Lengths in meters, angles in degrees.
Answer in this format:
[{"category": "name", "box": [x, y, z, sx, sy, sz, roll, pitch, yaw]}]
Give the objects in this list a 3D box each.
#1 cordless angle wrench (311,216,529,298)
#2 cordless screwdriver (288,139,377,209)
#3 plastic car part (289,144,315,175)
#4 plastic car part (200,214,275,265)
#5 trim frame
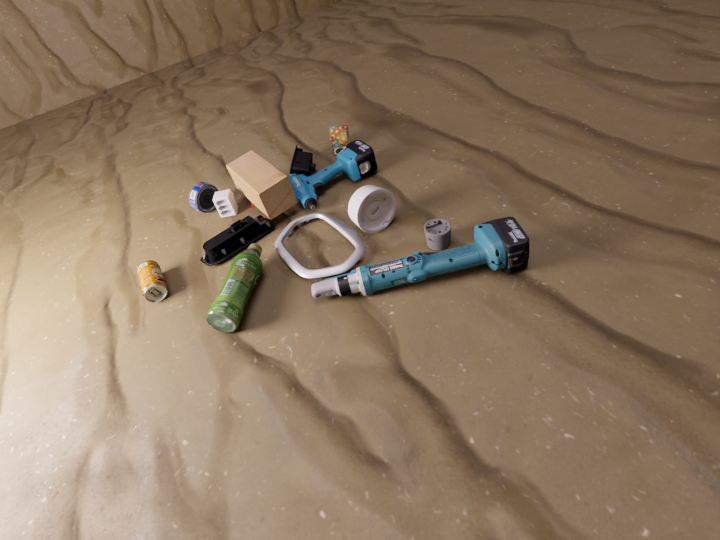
[{"category": "cordless angle wrench", "box": [0.106, -0.005, 0.841, 0.427, 0.071, 0.102, -14, 42, 6]}, {"category": "cordless screwdriver", "box": [-0.071, -0.255, 1.154, 0.247, 0.071, 0.168, -28, 44, -6]}, {"category": "plastic car part", "box": [-0.169, -0.314, 1.261, 0.071, 0.064, 0.120, 2, 47, -1]}, {"category": "plastic car part", "box": [-0.315, -0.083, 1.065, 0.201, 0.064, 0.070, -40, 54, -19]}, {"category": "trim frame", "box": [-0.097, -0.064, 0.996, 0.182, 0.026, 0.263, -34, 43, -16]}]
